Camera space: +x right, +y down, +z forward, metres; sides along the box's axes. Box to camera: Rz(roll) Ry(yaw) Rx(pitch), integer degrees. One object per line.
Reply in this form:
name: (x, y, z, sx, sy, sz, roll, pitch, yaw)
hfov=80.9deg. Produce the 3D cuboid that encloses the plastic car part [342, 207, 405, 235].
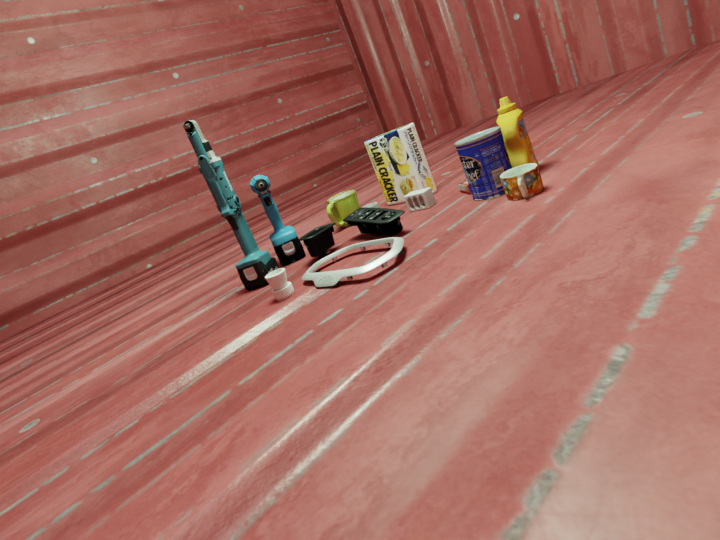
plastic car part: (0.036, -0.116, 1.032, 0.065, 0.065, 0.212, -29, 18, -24)

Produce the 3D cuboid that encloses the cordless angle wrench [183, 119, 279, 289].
cordless angle wrench: (-0.319, -0.159, 1.021, 0.076, 0.414, 0.098, -19, 13, 15)

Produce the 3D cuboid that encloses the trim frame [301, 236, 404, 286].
trim frame: (-0.018, -0.019, 0.873, 0.260, 0.027, 0.180, -5, 25, 46)

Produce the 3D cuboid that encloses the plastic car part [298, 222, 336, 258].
plastic car part: (-0.103, -0.068, 1.057, 0.068, 0.069, 0.115, -14, 18, 31)

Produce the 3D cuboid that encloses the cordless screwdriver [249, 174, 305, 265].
cordless screwdriver: (-0.226, -0.136, 1.124, 0.074, 0.244, 0.164, -24, 14, -8)
